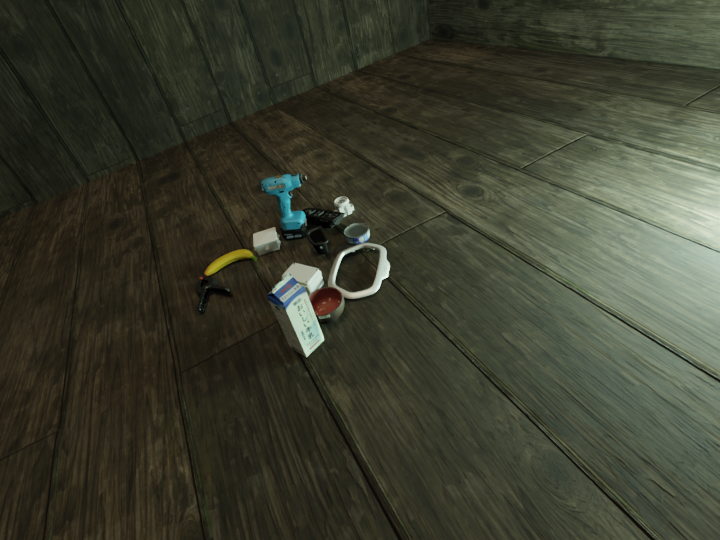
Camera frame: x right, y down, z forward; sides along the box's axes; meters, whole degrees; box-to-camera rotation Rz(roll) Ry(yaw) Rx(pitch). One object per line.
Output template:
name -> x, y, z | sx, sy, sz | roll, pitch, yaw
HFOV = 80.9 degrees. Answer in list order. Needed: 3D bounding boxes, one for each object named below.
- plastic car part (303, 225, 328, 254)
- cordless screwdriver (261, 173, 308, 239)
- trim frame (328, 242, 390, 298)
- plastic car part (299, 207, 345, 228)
plastic car part -> -0.141, -0.092, 1.443 | 0.065, 0.068, 0.122 | -23, 38, -8
cordless screwdriver -> -0.242, -0.232, 1.513 | 0.162, 0.238, 0.076 | -8, 38, 11
trim frame -> -0.004, -0.003, 1.313 | 0.190, 0.026, 0.252 | -4, 41, 18
plastic car part -> -0.146, -0.195, 1.570 | 0.214, 0.064, 0.065 | 19, 50, 38
